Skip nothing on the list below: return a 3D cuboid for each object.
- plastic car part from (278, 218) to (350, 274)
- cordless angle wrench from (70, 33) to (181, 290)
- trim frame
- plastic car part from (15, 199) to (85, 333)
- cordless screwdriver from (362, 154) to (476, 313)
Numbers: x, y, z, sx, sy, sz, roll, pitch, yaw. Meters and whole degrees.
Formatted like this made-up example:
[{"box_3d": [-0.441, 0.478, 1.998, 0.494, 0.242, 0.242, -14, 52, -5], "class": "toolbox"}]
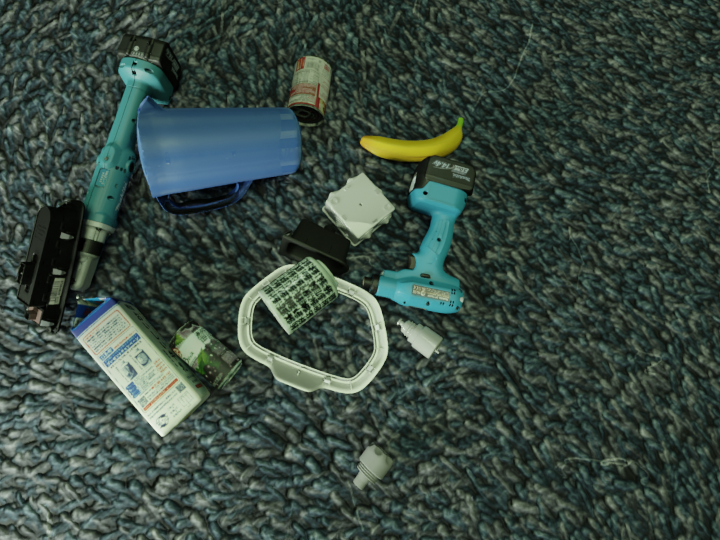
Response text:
[{"box_3d": [-0.068, -0.045, 0.696, 0.116, 0.065, 0.072, 20, 63, -4], "class": "plastic car part"}, {"box_3d": [-0.397, -0.174, 0.689, 0.074, 0.097, 0.426, 12, 80, -1], "class": "cordless angle wrench"}, {"box_3d": [-0.075, 0.094, 0.676, 0.248, 0.027, 0.185, 21, 77, 0], "class": "trim frame"}, {"box_3d": [-0.463, -0.013, 0.625, 0.070, 0.063, 0.203, 19, 92, 35], "class": "plastic car part"}, {"box_3d": [0.099, -0.063, 0.701, 0.159, 0.074, 0.250, 11, 80, -2], "class": "cordless screwdriver"}]
